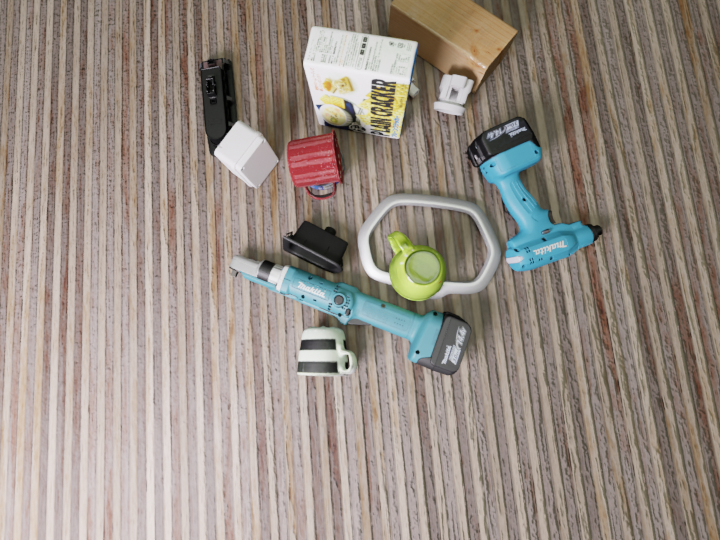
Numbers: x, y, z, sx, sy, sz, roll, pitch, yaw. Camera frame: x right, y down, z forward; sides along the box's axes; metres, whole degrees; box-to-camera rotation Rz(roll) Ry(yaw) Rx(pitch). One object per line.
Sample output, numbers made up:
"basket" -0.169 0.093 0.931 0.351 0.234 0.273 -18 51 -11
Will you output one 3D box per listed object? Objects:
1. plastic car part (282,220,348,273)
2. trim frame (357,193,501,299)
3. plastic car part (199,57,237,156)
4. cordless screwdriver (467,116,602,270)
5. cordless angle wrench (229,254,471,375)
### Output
"plastic car part" -0.074 -0.048 0.756 0.118 0.065 0.071 24 71 4
"trim frame" 0.119 -0.044 0.749 0.251 0.027 0.185 7 82 5
"plastic car part" -0.275 -0.322 0.813 0.066 0.067 0.204 -7 84 -5
"cordless screwdriver" 0.296 -0.136 0.722 0.159 0.074 0.251 -19 84 -3
"cordless angle wrench" -0.034 0.054 0.730 0.432 0.073 0.098 20 84 10
